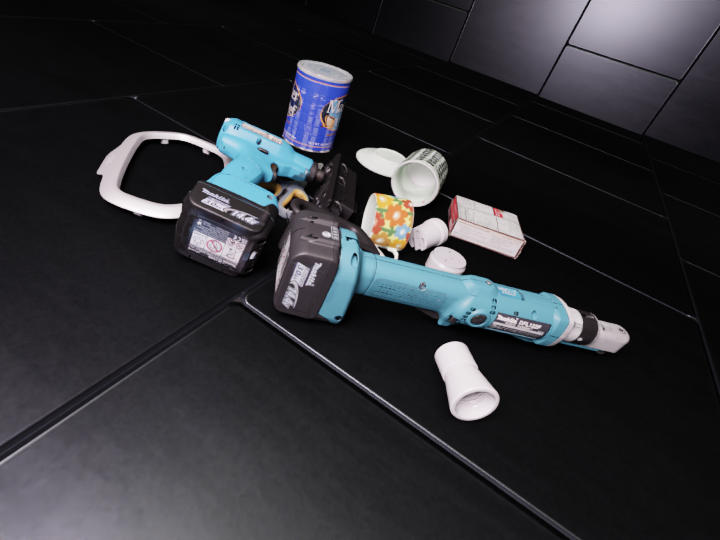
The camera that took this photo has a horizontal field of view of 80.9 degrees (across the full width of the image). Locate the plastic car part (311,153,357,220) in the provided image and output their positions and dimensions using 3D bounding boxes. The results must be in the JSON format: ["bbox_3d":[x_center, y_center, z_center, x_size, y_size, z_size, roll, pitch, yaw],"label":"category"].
[{"bbox_3d":[-0.035,-0.115,0.625,0.065,0.066,0.209,21,33,-16],"label":"plastic car part"}]

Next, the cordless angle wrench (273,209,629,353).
[{"bbox_3d":[0.119,0.035,0.466,0.414,0.097,0.077,13,38,-12],"label":"cordless angle wrench"}]

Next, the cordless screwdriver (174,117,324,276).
[{"bbox_3d":[-0.126,-0.100,0.534,0.155,0.074,0.256,20,38,-15],"label":"cordless screwdriver"}]

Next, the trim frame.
[{"bbox_3d":[-0.263,-0.140,0.593,0.179,0.027,0.259,6,38,-19],"label":"trim frame"}]

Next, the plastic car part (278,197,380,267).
[{"bbox_3d":[-0.048,-0.032,0.493,0.111,0.071,0.069,21,21,-30],"label":"plastic car part"}]
